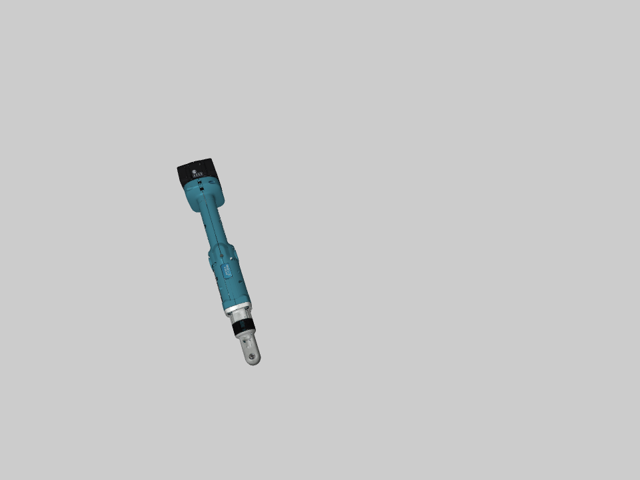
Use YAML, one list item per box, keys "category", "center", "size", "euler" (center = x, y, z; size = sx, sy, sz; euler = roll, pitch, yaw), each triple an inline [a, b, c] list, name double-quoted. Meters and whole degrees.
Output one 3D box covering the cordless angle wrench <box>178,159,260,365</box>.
- category: "cordless angle wrench"
  center: [-0.190, 0.038, 0.831]
  size: [0.074, 0.422, 0.098]
  euler: [-18, -20, -10]
